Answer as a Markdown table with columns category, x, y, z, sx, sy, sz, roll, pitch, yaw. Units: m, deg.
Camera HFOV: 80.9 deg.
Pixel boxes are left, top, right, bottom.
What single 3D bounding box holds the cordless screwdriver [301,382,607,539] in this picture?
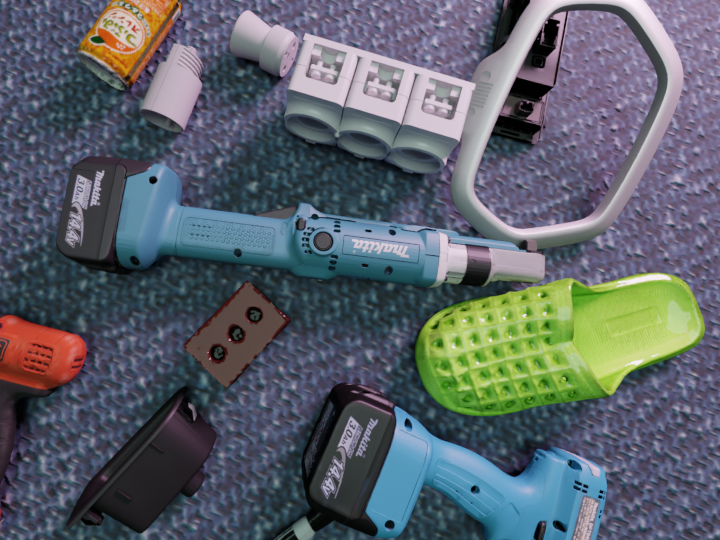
| category | x | y | z | sx | sy | sz | roll | pitch | yaw |
| --- | --- | --- | --- | --- | --- | --- | --- | --- | --- |
| cordless screwdriver | 0.071 | 0.202 | 0.351 | 0.247 | 0.074 | 0.160 | 20 | 81 | -3 |

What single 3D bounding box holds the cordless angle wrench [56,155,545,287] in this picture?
| category | x | y | z | sx | sy | sz | roll | pitch | yaw |
| --- | --- | --- | --- | --- | --- | --- | --- | --- | --- |
| cordless angle wrench | -0.038 | -0.025 | 0.386 | 0.420 | 0.074 | 0.099 | 7 | 82 | -3 |

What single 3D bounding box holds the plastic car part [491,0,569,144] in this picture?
| category | x | y | z | sx | sy | sz | roll | pitch | yaw |
| --- | --- | --- | --- | --- | --- | --- | --- | --- | --- |
| plastic car part | 0.175 | -0.238 | 0.431 | 0.067 | 0.066 | 0.204 | 12 | 78 | 4 |

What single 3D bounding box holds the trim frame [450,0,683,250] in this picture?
| category | x | y | z | sx | sy | sz | roll | pitch | yaw |
| --- | --- | --- | --- | --- | --- | --- | --- | --- | --- |
| trim frame | 0.186 | -0.135 | 0.395 | 0.183 | 0.028 | 0.247 | 21 | 103 | -3 |

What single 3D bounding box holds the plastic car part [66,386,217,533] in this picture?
| category | x | y | z | sx | sy | sz | roll | pitch | yaw |
| --- | --- | --- | --- | --- | --- | --- | --- | --- | --- |
| plastic car part | -0.170 | 0.168 | 0.359 | 0.116 | 0.068 | 0.069 | -44 | 103 | -11 |
